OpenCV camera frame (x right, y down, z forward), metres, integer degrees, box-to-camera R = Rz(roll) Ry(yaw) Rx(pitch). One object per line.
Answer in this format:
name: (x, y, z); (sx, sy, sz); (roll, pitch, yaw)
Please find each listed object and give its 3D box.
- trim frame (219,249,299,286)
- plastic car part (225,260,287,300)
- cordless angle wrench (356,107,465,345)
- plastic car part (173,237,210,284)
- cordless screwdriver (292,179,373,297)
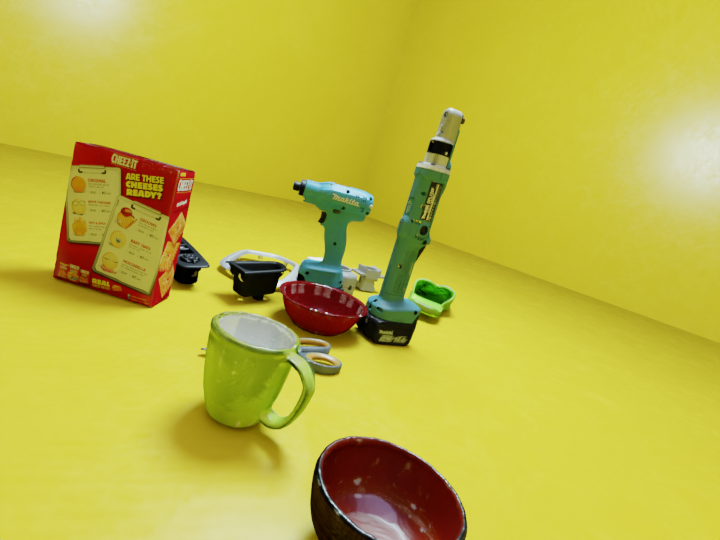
trim frame: (-0.222, -0.005, 0.981); (0.185, 0.027, 0.249); (16, 12, 1)
plastic car part: (-0.192, 0.021, 0.792); (0.070, 0.070, 0.111); (25, 14, 39)
cordless angle wrench: (0.098, -0.075, 0.750); (0.094, 0.420, 0.078); (11, 11, -28)
plastic car part: (-0.361, -0.028, 0.812); (0.063, 0.066, 0.215); (5, 16, -47)
cordless screwdriver: (-0.083, -0.054, 0.848); (0.158, 0.247, 0.075); (15, 10, -6)
